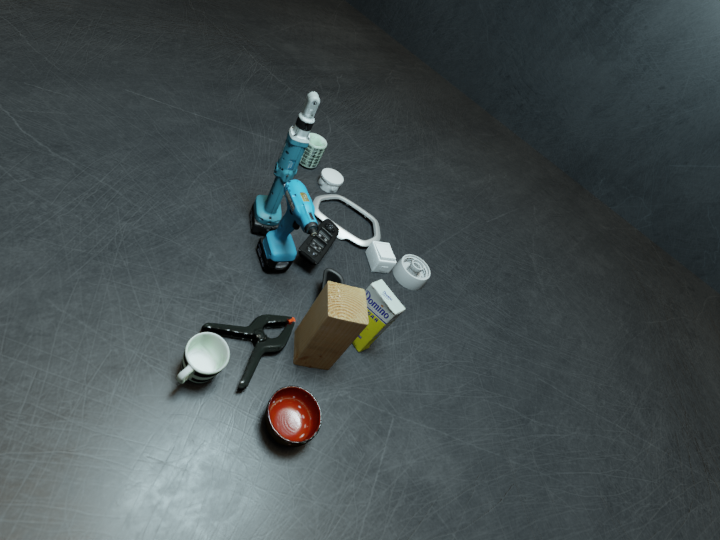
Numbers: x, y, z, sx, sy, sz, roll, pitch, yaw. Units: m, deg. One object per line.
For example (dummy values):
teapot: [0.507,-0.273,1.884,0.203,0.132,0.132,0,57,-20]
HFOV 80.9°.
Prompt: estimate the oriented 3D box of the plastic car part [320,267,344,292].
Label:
plastic car part: [-0.081,0.061,1.084,0.064,0.071,0.120,16,44,-18]

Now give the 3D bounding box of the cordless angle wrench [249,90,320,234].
cordless angle wrench: [-0.190,-0.257,1.070,0.071,0.422,0.102,8,48,-27]

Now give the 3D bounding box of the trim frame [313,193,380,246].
trim frame: [-0.044,-0.164,1.355,0.252,0.027,0.182,35,42,6]

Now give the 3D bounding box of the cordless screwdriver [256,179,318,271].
cordless screwdriver: [-0.175,-0.082,1.038,0.071,0.248,0.166,-1,52,-34]

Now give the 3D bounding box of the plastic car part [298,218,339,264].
plastic car part: [-0.117,-0.077,1.200,0.066,0.067,0.203,32,42,-1]
